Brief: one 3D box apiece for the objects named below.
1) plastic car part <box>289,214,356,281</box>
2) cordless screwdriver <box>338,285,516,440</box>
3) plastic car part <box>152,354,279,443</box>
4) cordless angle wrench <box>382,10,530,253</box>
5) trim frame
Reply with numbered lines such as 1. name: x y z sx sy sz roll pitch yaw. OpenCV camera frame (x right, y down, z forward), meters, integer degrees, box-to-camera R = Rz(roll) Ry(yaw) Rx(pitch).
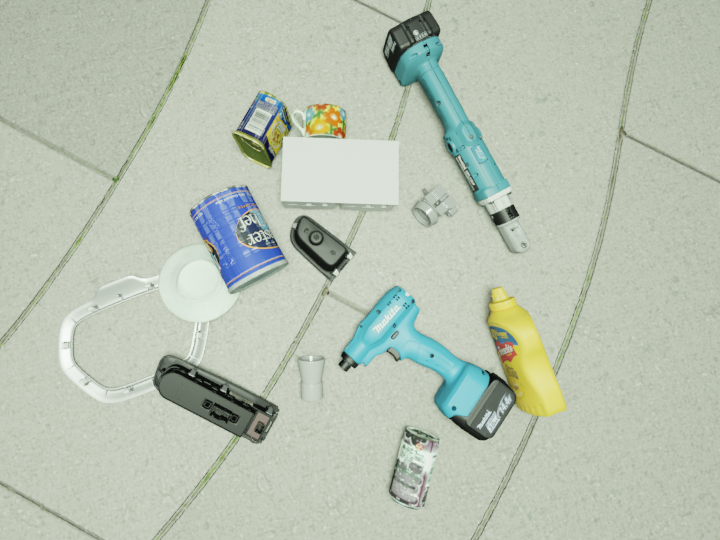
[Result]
1. plastic car part: -0.067 -0.044 0.683 0.116 0.071 0.066 41 82 -1
2. cordless screwdriver: 0.098 0.161 0.661 0.252 0.073 0.159 41 84 7
3. plastic car part: -0.227 0.202 0.642 0.202 0.067 0.066 30 92 -3
4. cordless angle wrench: 0.171 -0.218 0.705 0.074 0.098 0.424 -28 88 -4
5. trim frame: -0.363 0.104 0.679 0.248 0.027 0.186 -22 83 -2
